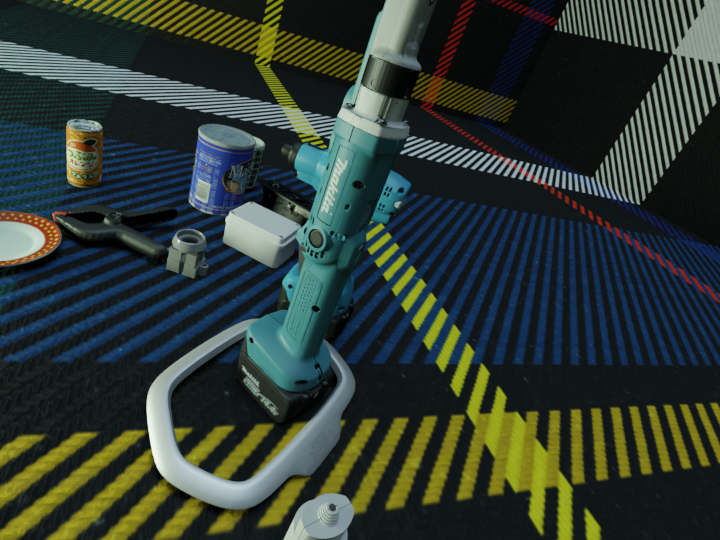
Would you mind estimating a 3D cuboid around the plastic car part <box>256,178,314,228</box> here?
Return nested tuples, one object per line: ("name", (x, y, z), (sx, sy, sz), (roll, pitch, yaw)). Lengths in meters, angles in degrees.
("plastic car part", (-0.127, -0.122, 0.829), (0.213, 0.066, 0.064), (36, 33, 27))

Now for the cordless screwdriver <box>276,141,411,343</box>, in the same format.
("cordless screwdriver", (-0.053, -0.035, 0.547), (0.162, 0.246, 0.074), (26, 29, 9))

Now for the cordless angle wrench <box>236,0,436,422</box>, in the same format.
("cordless angle wrench", (-0.025, -0.034, 0.389), (0.103, 0.418, 0.072), (38, 33, 26))

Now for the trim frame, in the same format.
("trim frame", (-0.108, 0.135, 0.457), (0.191, 0.027, 0.242), (30, 32, 18))

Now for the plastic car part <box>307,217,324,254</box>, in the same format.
("plastic car part", (-0.060, -0.031, 0.713), (0.063, 0.070, 0.122), (4, 33, -27))
